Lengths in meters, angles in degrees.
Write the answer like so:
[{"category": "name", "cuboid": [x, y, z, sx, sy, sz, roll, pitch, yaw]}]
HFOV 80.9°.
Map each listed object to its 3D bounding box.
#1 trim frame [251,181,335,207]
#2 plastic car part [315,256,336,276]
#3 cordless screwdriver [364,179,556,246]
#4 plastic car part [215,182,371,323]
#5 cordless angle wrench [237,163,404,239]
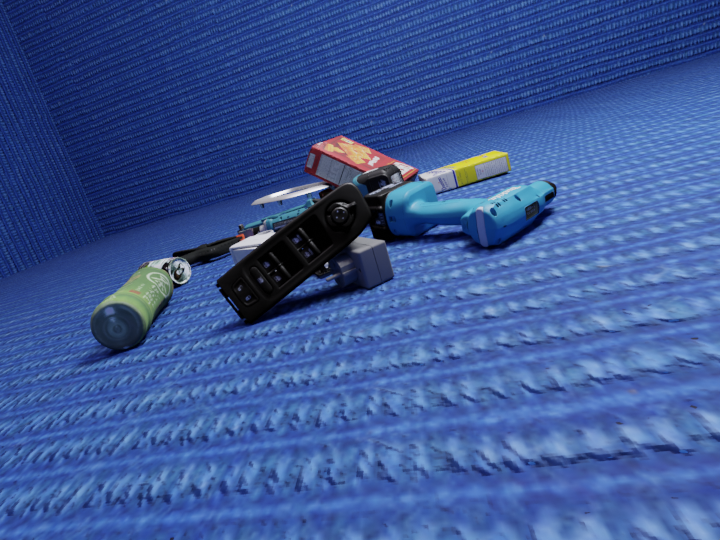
[{"category": "trim frame", "cuboid": [-0.156, -0.185, 1.021, 0.260, 0.027, 0.179, -1, 22, 47]}, {"category": "plastic car part", "cuboid": [-0.063, -0.041, 0.640, 0.064, 0.069, 0.122, -21, 20, -20]}, {"category": "cordless screwdriver", "cuboid": [0.134, -0.094, 0.611, 0.155, 0.072, 0.262, -28, 24, -32]}, {"category": "plastic car part", "cuboid": [-0.072, -0.022, 0.512, 0.204, 0.068, 0.065, -39, -9, 6]}, {"category": "cordless angle wrench", "cuboid": [-0.108, -0.117, 0.903, 0.439, 0.096, 0.073, -11, 15, 33]}]
